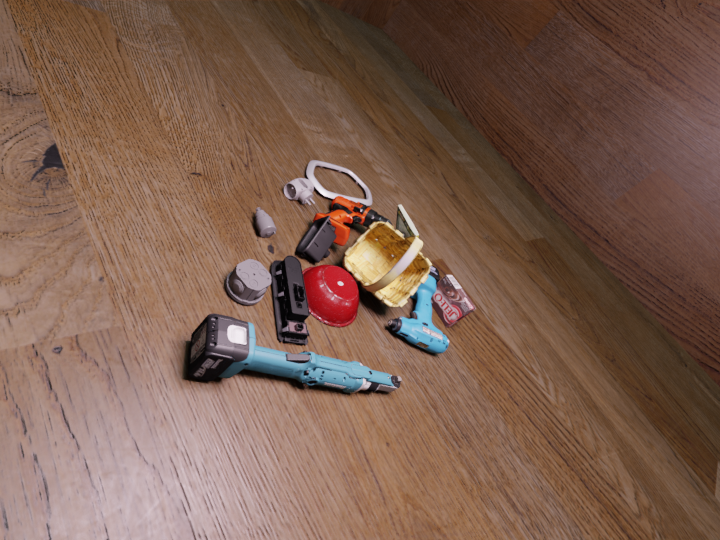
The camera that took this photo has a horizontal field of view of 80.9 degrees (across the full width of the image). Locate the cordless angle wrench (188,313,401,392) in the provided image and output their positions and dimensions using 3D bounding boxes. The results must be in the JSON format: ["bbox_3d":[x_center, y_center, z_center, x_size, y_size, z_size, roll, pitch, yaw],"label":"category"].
[{"bbox_3d":[-0.090,0.173,0.753,0.402,0.099,0.077,21,41,-32],"label":"cordless angle wrench"}]

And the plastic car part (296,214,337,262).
[{"bbox_3d":[-0.099,-0.065,1.009,0.068,0.068,0.117,41,59,-24],"label":"plastic car part"}]

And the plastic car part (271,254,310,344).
[{"bbox_3d":[-0.141,0.046,0.860,0.063,0.067,0.212,8,43,-28],"label":"plastic car part"}]

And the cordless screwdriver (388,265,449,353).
[{"bbox_3d":[0.135,0.076,1.065,0.153,0.075,0.256,24,42,-21],"label":"cordless screwdriver"}]

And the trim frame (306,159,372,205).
[{"bbox_3d":[-0.063,-0.263,1.292,0.236,0.028,0.192,6,47,-41],"label":"trim frame"}]
